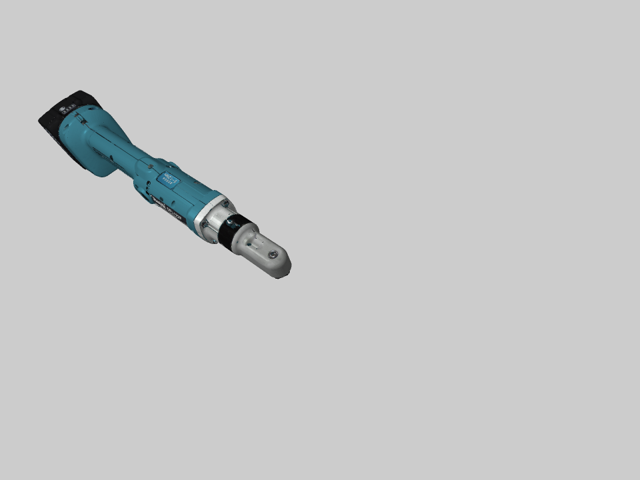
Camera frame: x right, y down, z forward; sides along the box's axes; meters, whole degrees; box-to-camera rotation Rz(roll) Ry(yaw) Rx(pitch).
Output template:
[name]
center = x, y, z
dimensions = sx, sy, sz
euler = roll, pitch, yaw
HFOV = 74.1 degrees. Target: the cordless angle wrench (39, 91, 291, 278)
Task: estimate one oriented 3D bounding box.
[cordless angle wrench]
center = -0.197, -0.070, 0.525
dimensions = 0.423, 0.074, 0.098
euler = 31, -22, 27
